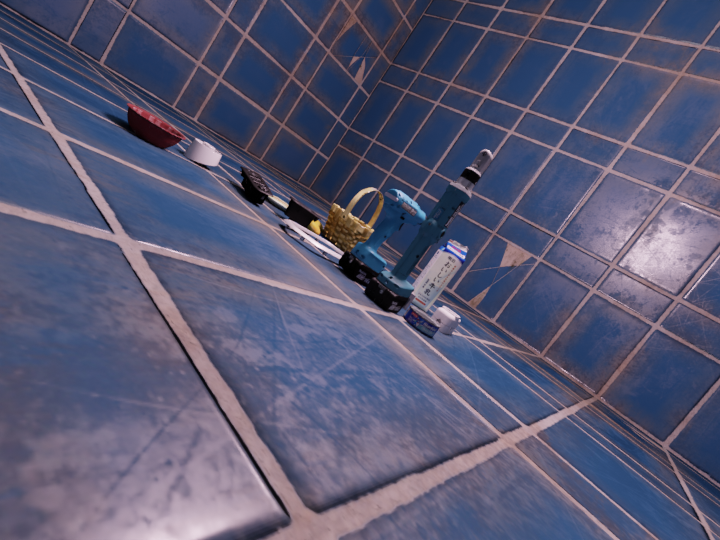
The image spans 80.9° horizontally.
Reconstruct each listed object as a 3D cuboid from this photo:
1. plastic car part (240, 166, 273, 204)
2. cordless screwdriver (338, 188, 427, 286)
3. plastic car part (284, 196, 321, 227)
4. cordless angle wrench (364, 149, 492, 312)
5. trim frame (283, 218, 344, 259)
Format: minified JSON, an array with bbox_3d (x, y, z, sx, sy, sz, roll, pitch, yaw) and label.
[{"bbox_3d":[-0.317,-0.249,1.255,0.063,0.067,0.214,28,9,-38],"label":"plastic car part"},{"bbox_3d":[0.066,-0.075,1.092,0.150,0.249,0.079,27,11,-43],"label":"cordless screwdriver"},{"bbox_3d":[-0.190,-0.171,1.288,0.110,0.071,0.070,28,10,-38],"label":"plastic car part"},{"bbox_3d":[0.167,-0.094,0.970,0.078,0.423,0.093,39,9,30],"label":"cordless angle wrench"},{"bbox_3d":[-0.114,-0.075,1.171,0.234,0.027,0.195,26,11,-47],"label":"trim frame"}]
